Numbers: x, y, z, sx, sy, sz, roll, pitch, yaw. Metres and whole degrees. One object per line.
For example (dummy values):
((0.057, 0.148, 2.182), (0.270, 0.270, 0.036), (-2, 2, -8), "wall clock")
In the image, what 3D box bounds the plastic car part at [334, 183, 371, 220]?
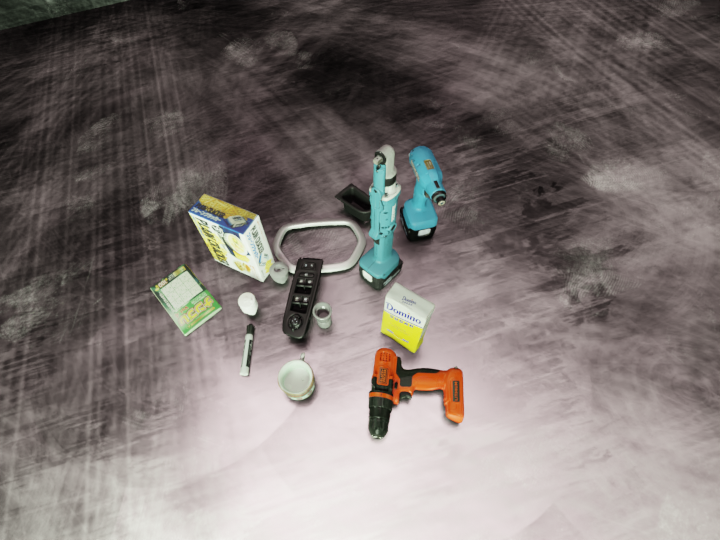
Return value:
((-0.005, -0.171, 1.143), (0.065, 0.068, 0.122), (-40, 63, -20), "plastic car part")

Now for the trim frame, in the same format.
((-0.109, -0.071, 1.115), (0.249, 0.026, 0.190), (-7, 57, 2), "trim frame")

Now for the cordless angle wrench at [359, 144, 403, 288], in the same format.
((0.047, -0.102, 0.891), (0.078, 0.409, 0.097), (39, 67, 22), "cordless angle wrench")

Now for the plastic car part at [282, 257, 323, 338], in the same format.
((-0.137, 0.069, 1.005), (0.067, 0.065, 0.206), (6, 58, 8), "plastic car part")

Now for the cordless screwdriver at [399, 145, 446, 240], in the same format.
((0.154, -0.158, 1.015), (0.074, 0.240, 0.165), (-11, 58, -6), "cordless screwdriver")
